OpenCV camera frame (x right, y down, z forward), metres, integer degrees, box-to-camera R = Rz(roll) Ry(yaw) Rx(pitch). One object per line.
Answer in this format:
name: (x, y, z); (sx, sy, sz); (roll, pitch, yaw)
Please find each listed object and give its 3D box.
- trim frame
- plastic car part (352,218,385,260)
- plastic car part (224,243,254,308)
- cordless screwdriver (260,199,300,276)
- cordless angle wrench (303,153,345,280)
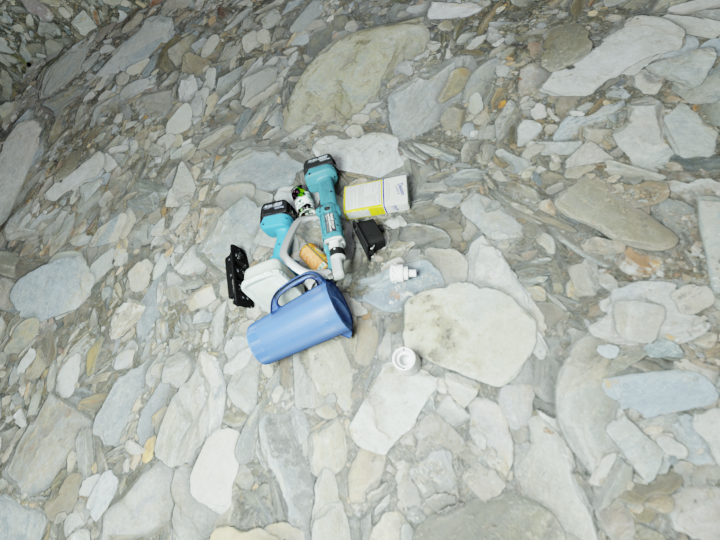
trim frame: (-0.108, -0.071, 1.106); (0.187, 0.027, 0.252); (8, 44, 7)
plastic car part: (0.028, -0.095, 1.096); (0.071, 0.063, 0.122); (-17, 54, -4)
plastic car part: (-0.350, 0.020, 1.203); (0.068, 0.063, 0.210); (-36, 52, 33)
cordless screwdriver: (-0.248, -0.070, 1.195); (0.163, 0.070, 0.256); (-16, 62, 16)
cordless angle wrench: (-0.083, -0.148, 1.119); (0.099, 0.071, 0.440); (-17, 50, 5)
